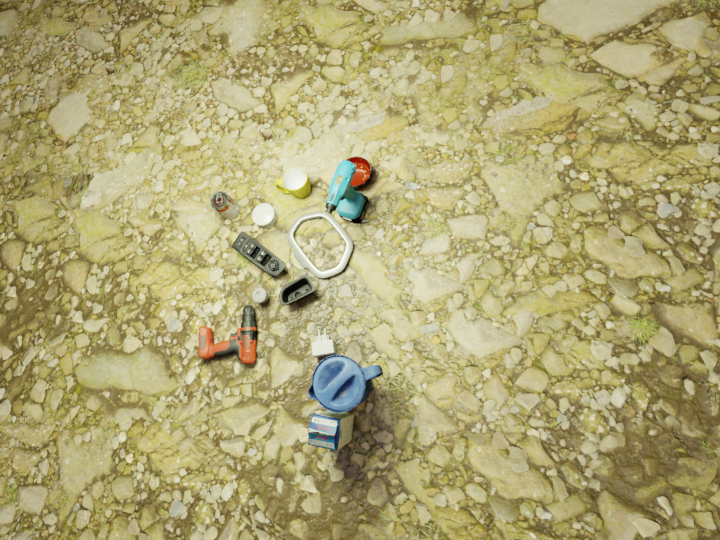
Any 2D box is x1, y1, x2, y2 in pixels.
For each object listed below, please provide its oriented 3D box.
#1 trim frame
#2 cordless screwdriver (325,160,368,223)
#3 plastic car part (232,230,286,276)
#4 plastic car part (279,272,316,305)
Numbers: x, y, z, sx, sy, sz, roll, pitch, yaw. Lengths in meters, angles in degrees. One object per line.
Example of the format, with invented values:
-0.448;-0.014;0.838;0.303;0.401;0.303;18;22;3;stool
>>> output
-0.135;-0.089;1.386;0.184;0.026;0.258;-40;68;-1;trim frame
-0.046;-0.209;1.287;0.077;0.240;0.160;18;78;14;cordless screwdriver
-0.330;-0.046;1.400;0.211;0.064;0.066;34;83;21;plastic car part
-0.196;0.069;1.327;0.117;0.068;0.068;-30;70;3;plastic car part
